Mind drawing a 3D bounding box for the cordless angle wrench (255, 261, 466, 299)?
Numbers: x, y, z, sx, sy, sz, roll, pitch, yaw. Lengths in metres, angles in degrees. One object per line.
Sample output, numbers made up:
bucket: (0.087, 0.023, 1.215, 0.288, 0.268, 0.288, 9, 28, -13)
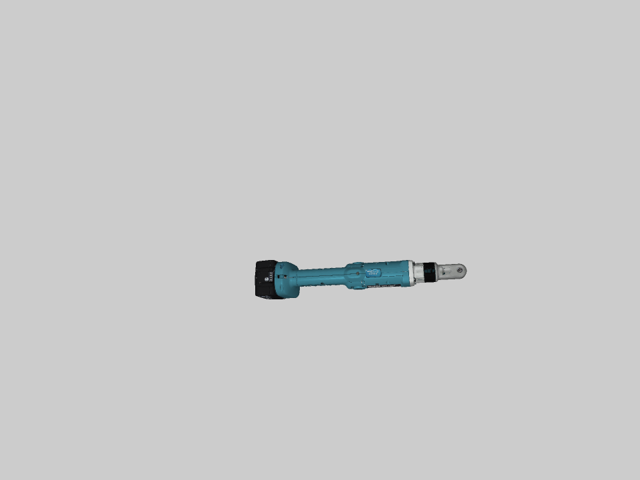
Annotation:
cordless angle wrench: (0.077, 0.074, 0.867, 0.423, 0.074, 0.098, -4, -15, 13)
